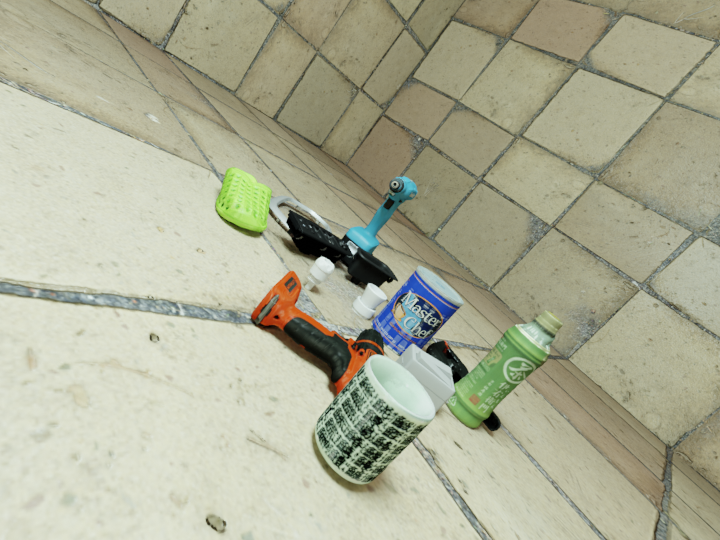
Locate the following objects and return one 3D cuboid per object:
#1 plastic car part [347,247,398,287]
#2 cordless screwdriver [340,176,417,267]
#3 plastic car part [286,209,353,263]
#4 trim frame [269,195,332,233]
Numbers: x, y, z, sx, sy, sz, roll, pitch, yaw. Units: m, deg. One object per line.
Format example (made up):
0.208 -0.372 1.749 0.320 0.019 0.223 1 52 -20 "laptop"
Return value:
0.014 0.003 0.936 0.111 0.071 0.069 28 18 -32 "plastic car part"
0.034 -0.114 0.987 0.076 0.249 0.155 41 15 10 "cordless screwdriver"
-0.087 -0.057 0.893 0.192 0.067 0.070 19 24 -50 "plastic car part"
-0.141 -0.121 1.041 0.183 0.027 0.249 36 15 -4 "trim frame"
